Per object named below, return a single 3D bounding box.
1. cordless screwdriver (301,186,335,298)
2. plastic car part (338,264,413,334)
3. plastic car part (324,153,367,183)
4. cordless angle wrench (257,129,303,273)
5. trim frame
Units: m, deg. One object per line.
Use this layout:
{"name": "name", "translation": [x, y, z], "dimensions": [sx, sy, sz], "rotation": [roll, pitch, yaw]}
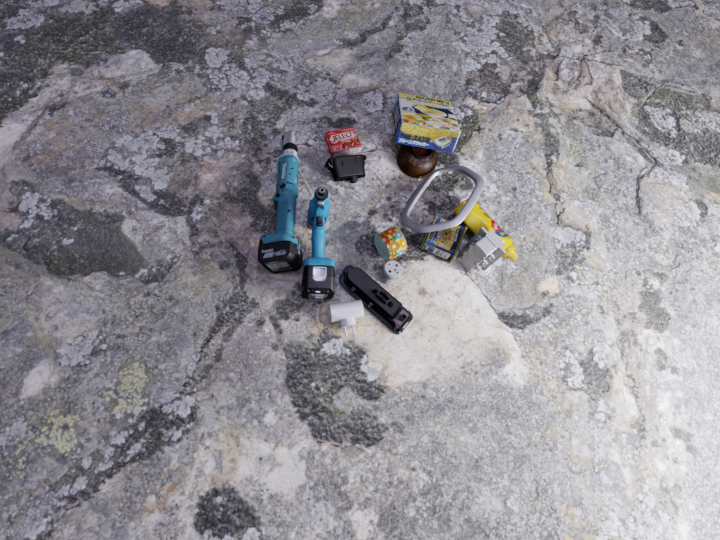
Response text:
{"name": "cordless screwdriver", "translation": [-0.097, -0.064, 0.993], "dimensions": [0.073, 0.157, 0.254], "rotation": [2, 68, -9]}
{"name": "plastic car part", "translation": [0.033, 0.060, 1.003], "dimensions": [0.209, 0.065, 0.066], "rotation": [39, 75, 14]}
{"name": "plastic car part", "translation": [-0.032, -0.272, 1.151], "dimensions": [0.114, 0.066, 0.071], "rotation": [-7, 83, -13]}
{"name": "cordless angle wrench", "translation": [-0.192, -0.201, 1.091], "dimensions": [0.100, 0.071, 0.434], "rotation": [-10, 60, 16]}
{"name": "trim frame", "translation": [0.209, -0.187, 1.095], "dimensions": [0.194, 0.026, 0.248], "rotation": [17, 63, 37]}
